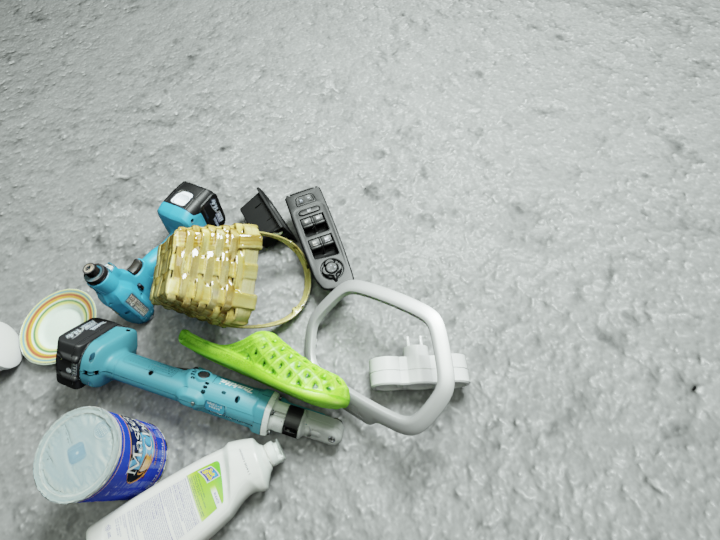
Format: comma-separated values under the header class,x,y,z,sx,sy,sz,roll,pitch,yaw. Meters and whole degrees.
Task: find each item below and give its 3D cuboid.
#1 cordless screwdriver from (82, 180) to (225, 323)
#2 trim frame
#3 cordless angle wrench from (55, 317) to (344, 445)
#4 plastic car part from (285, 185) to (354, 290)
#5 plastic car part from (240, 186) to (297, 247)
class,x,y,z,sx,sy,sz,roll,pitch,yaw
cordless screwdriver,-0.335,-0.045,0.699,0.077,0.153,0.249,21,64,15
trim frame,0.015,0.114,0.588,0.262,0.026,0.184,18,87,38
cordless angle wrench,-0.230,0.171,0.609,0.430,0.097,0.073,15,108,9
plastic car part,-0.070,-0.046,0.719,0.065,0.065,0.212,-16,57,-13
plastic car part,-0.177,-0.087,0.764,0.071,0.063,0.122,-39,61,0
